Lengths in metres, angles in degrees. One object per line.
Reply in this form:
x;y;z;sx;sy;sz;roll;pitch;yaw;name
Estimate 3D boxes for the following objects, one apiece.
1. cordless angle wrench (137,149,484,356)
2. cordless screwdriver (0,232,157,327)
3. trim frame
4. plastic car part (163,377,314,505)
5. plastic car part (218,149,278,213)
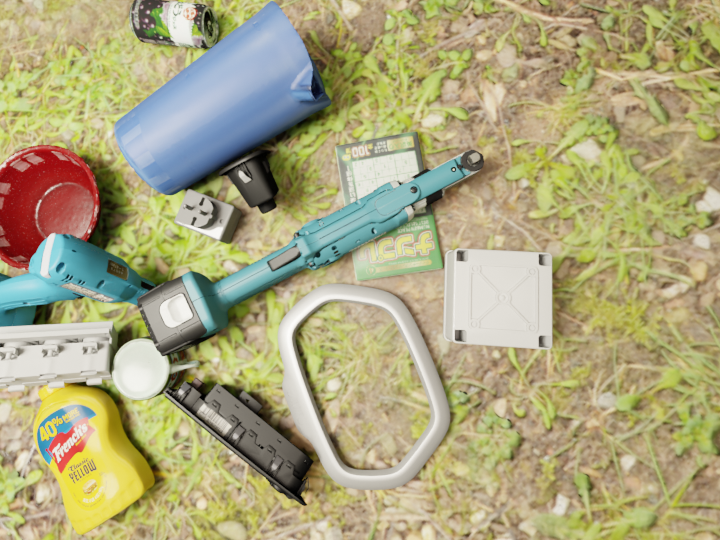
-0.049;-0.032;0.497;0.423;0.097;0.075;-28;85;0;cordless angle wrench
-0.381;0.036;0.513;0.254;0.151;0.076;-15;64;15;cordless screwdriver
-0.002;0.135;0.509;0.184;0.027;0.251;-23;83;1;trim frame
-0.135;0.191;0.501;0.207;0.066;0.066;39;62;9;plastic car part
-0.127;-0.104;0.513;0.066;0.120;0.069;-29;109;-1;plastic car part
